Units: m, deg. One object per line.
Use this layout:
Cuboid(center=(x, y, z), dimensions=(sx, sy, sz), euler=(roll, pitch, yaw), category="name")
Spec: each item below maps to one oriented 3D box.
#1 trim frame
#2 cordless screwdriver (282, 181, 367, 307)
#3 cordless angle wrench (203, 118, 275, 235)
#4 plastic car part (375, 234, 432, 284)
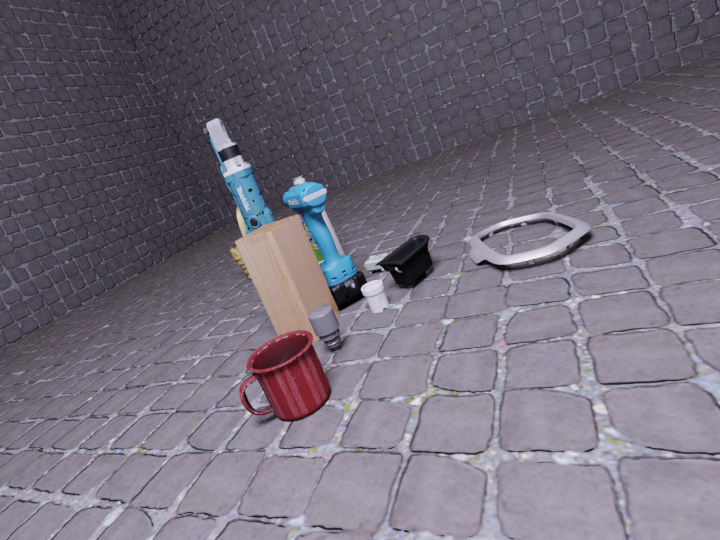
Cuboid(center=(0.289, -0.058, 0.759), dimensions=(0.186, 0.027, 0.252), euler=(-21, 17, 6), category="trim frame")
Cuboid(center=(-0.083, -0.054, 0.846), dimensions=(0.073, 0.244, 0.166), euler=(-27, 14, -23), category="cordless screwdriver")
Cuboid(center=(-0.207, -0.102, 0.855), dimensions=(0.100, 0.415, 0.074), euler=(-18, 13, 17), category="cordless angle wrench")
Cuboid(center=(0.097, -0.013, 0.791), dimensions=(0.114, 0.069, 0.069), euler=(-33, 18, -33), category="plastic car part")
